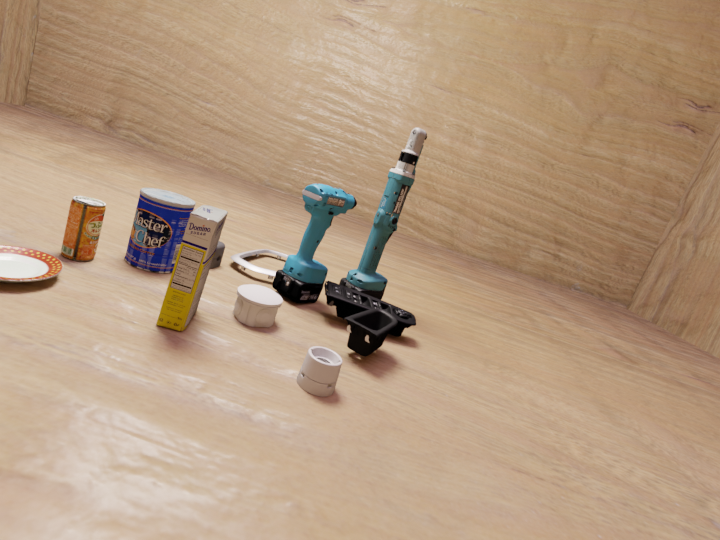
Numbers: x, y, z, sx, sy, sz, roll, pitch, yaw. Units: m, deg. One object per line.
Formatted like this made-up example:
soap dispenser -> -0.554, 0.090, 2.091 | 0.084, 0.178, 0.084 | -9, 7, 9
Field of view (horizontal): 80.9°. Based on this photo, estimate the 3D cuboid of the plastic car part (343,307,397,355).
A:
plastic car part -> 0.017, 0.113, 0.736 | 0.069, 0.070, 0.112 | 25, 14, 26

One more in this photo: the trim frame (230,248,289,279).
trim frame -> -0.217, -0.016, 1.044 | 0.188, 0.027, 0.245 | 20, 13, 9

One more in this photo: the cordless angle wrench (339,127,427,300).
cordless angle wrench -> 0.061, -0.119, 0.973 | 0.093, 0.420, 0.079 | 9, 16, -41

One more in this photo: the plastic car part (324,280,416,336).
plastic car part -> 0.017, 0.086, 0.855 | 0.200, 0.066, 0.068 | 16, 13, -9

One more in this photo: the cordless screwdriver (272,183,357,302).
cordless screwdriver -> -0.088, -0.058, 0.901 | 0.078, 0.247, 0.152 | 26, 14, 30
